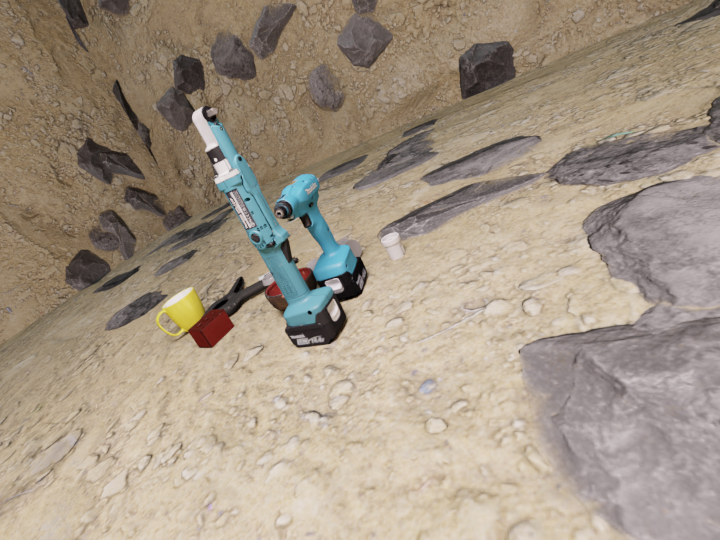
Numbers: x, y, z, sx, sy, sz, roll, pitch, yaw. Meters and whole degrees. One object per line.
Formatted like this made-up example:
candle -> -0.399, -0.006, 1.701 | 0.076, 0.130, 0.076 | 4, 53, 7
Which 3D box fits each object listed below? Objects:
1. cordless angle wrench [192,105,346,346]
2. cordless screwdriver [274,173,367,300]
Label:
cordless angle wrench -> -0.155, -0.064, 0.691 | 0.101, 0.411, 0.074 | -15, 21, 32
cordless screwdriver -> -0.078, -0.051, 0.801 | 0.076, 0.241, 0.159 | -18, 20, 24
